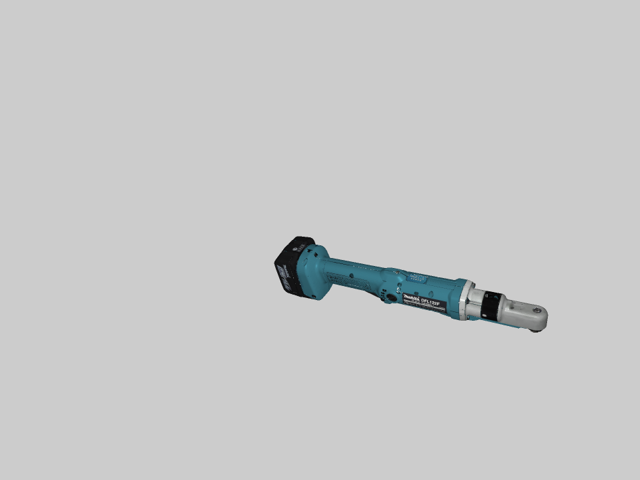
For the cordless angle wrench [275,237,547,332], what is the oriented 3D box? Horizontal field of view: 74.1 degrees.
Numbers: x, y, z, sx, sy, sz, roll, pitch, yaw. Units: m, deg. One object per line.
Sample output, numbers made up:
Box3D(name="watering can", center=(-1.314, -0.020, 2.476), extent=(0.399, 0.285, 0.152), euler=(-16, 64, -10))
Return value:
Box3D(name="cordless angle wrench", center=(0.121, 0.074, 0.669), extent=(0.423, 0.098, 0.074), euler=(9, 42, 31))
